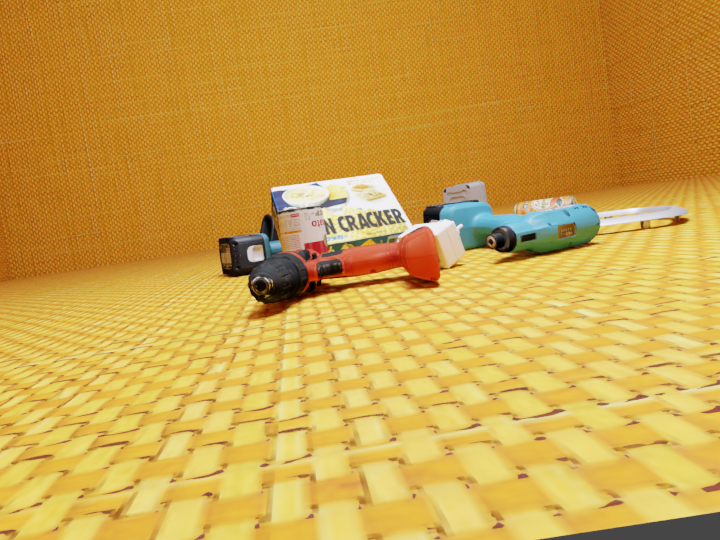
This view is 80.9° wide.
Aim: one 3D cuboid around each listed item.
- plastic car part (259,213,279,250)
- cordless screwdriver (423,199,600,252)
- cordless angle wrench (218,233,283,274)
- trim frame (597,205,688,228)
[{"bbox_3d":[-0.200,-0.070,1.002,0.067,0.117,0.069,18,-14,-40],"label":"plastic car part"},{"bbox_3d":[0.177,-0.060,0.611,0.155,0.073,0.259,-12,12,-23],"label":"cordless screwdriver"},{"bbox_3d":[-0.089,-0.058,0.915,0.407,0.074,0.102,-11,6,-33],"label":"cordless angle wrench"},{"bbox_3d":[0.375,-0.077,0.680,0.253,0.027,0.182,-9,8,11],"label":"trim frame"}]
